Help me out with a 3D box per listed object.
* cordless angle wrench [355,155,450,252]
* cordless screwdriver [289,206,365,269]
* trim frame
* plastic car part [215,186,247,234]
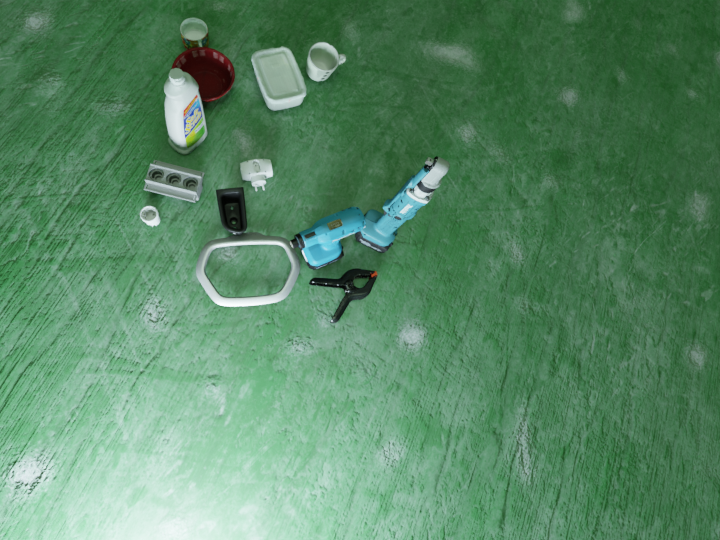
[{"bbox_3d":[0.087,-0.135,0.908,0.097,0.425,0.075,27,73,-7],"label":"cordless angle wrench"},{"bbox_3d":[-0.093,-0.061,0.948,0.156,0.250,0.075,-23,84,-17],"label":"cordless screwdriver"},{"bbox_3d":[-0.268,-0.007,1.020,0.244,0.027,0.187,-5,76,-11],"label":"trim frame"},{"bbox_3d":[-0.309,-0.135,1.026,0.065,0.071,0.118,-8,77,-14],"label":"plastic car part"}]
